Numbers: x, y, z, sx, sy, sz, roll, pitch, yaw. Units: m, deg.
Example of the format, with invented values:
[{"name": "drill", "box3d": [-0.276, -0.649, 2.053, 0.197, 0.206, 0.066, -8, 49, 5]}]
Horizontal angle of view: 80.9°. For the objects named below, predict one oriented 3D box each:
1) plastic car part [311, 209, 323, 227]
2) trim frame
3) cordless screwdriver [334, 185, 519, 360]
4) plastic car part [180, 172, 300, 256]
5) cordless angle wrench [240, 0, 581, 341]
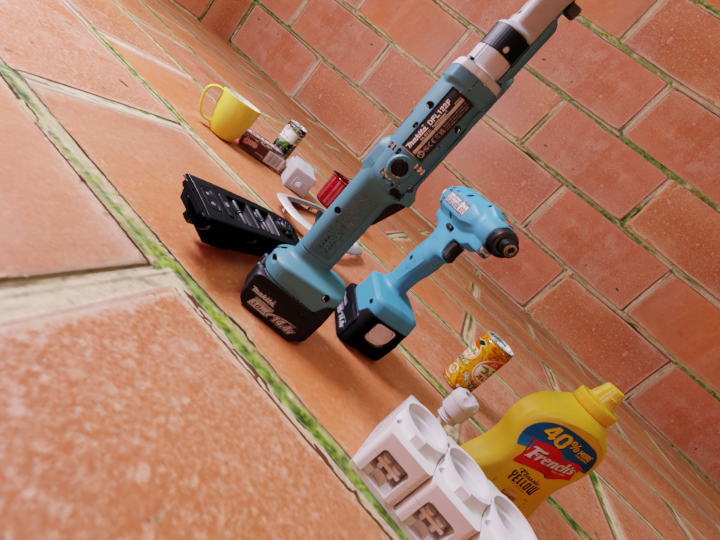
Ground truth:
[{"name": "plastic car part", "box3d": [-0.066, -0.043, 0.676, 0.065, 0.071, 0.118, 39, 16, -11]}, {"name": "trim frame", "box3d": [-0.080, -0.094, 0.860, 0.191, 0.028, 0.239, 46, 16, 18]}, {"name": "cordless screwdriver", "box3d": [0.075, 0.012, 0.527, 0.071, 0.250, 0.164, 36, 17, -23]}, {"name": "plastic car part", "box3d": [-0.143, -0.050, 0.521, 0.069, 0.067, 0.193, 49, 17, 23]}, {"name": "cordless angle wrench", "box3d": [0.038, -0.103, 0.425, 0.097, 0.425, 0.075, 41, 17, -7]}]
